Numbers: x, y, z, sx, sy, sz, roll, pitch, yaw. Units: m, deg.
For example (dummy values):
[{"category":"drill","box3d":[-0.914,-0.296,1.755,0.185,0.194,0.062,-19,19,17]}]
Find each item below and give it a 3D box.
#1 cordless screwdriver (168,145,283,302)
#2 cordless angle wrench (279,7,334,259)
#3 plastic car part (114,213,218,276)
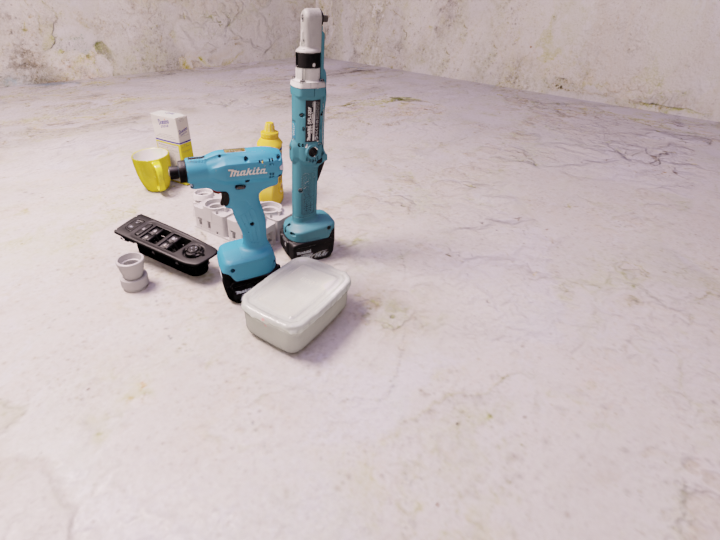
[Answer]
[{"category":"cordless screwdriver","box3d":[-0.200,-0.067,0.658,0.155,0.242,0.078,-9,35,-21]},{"category":"cordless angle wrench","box3d":[-0.090,-0.211,0.728,0.095,0.412,0.078,-11,36,-25]},{"category":"plastic car part","box3d":[-0.350,-0.039,0.769,0.211,0.065,0.065,18,35,22]}]
